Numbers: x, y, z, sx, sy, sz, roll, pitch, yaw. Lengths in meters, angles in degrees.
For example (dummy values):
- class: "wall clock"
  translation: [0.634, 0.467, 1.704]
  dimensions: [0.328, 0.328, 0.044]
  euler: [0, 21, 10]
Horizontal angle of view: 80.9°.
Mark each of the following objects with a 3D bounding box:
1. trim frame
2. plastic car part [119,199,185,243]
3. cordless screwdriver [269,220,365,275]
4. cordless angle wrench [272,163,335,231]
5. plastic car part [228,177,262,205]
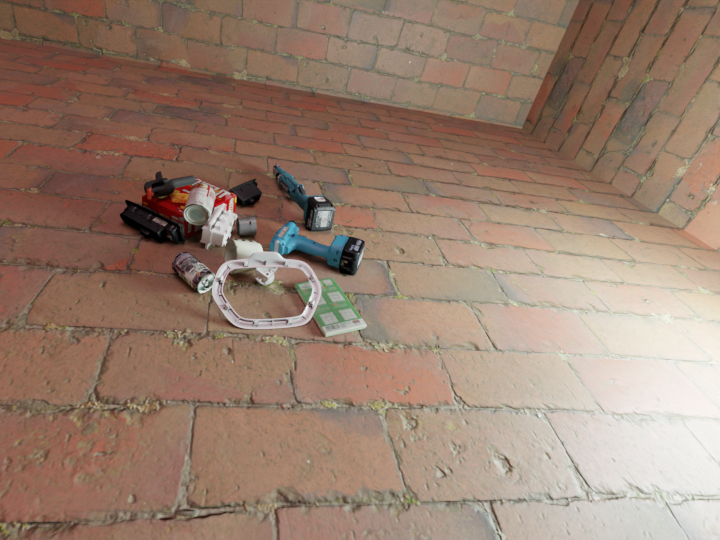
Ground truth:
- class: "trim frame"
  translation: [-0.205, 0.042, 0.949]
  dimensions: [0.242, 0.027, 0.191]
  euler: [-1, 59, -18]
- class: "plastic car part"
  translation: [-0.554, -0.120, 1.107]
  dimensions: [0.211, 0.064, 0.067]
  euler: [29, 61, 20]
- class: "cordless screwdriver"
  translation: [-0.115, -0.075, 1.174]
  dimensions: [0.252, 0.073, 0.161]
  euler: [13, 33, 6]
- class: "cordless angle wrench"
  translation: [-0.214, -0.263, 1.417]
  dimensions: [0.071, 0.096, 0.447]
  euler: [-6, 33, -30]
- class: "plastic car part"
  translation: [-0.362, -0.238, 1.352]
  dimensions: [0.072, 0.066, 0.114]
  euler: [38, 41, 9]
